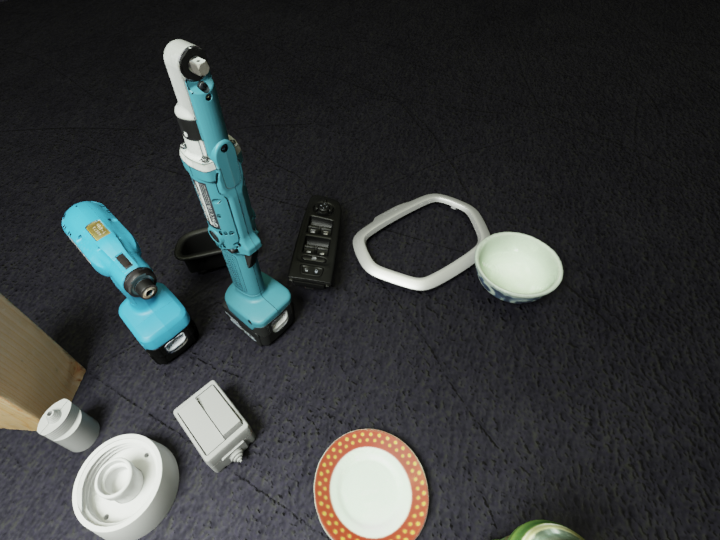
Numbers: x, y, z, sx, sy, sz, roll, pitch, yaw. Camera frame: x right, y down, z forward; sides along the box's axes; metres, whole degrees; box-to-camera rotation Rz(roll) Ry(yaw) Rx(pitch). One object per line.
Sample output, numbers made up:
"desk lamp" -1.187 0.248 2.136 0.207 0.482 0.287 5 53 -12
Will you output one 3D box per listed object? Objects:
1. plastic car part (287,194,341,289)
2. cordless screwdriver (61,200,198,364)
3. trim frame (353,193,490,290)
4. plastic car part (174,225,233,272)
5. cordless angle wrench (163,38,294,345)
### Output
"plastic car part" -0.069 -0.045 0.701 0.067 0.065 0.208 3 52 4
"cordless screwdriver" -0.272 0.038 0.536 0.167 0.240 0.073 37 60 26
"trim frame" 0.106 -0.056 0.723 0.244 0.026 0.194 -32 56 -20
"plastic car part" -0.241 -0.031 0.699 0.115 0.068 0.069 -18 53 -12
"cordless angle wrench" -0.148 -0.053 0.493 0.102 0.409 0.073 34 59 23
